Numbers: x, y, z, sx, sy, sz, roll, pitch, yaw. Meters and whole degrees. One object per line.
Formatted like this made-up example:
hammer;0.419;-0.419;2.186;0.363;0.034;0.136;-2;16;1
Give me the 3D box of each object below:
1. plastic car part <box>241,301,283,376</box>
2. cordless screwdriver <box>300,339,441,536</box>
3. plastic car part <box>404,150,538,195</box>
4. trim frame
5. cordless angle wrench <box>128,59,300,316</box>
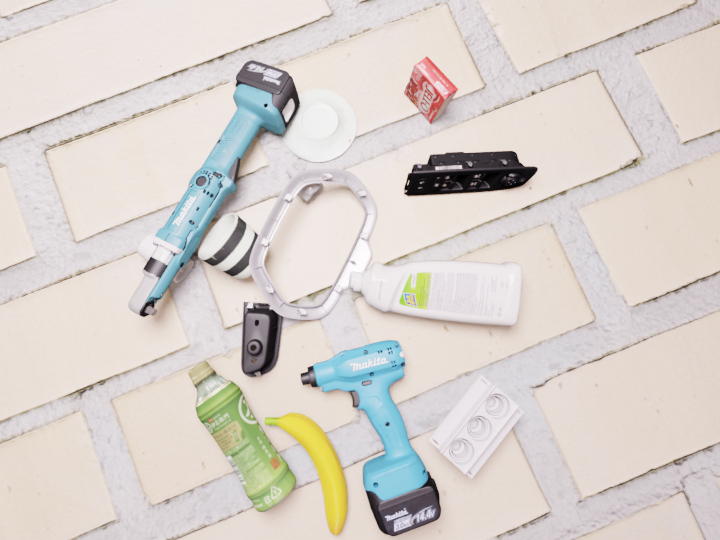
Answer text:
plastic car part;-0.156;0.106;0.642;0.066;0.070;0.118;3;80;-1
cordless screwdriver;0.013;0.241;0.622;0.159;0.073;0.253;-15;79;-2
plastic car part;0.174;-0.160;0.684;0.203;0.064;0.069;1;58;1
trim frame;-0.064;-0.042;0.654;0.176;0.029;0.249;30;81;-26
cordless angle wrench;-0.230;-0.126;0.647;0.101;0.072;0.424;24;78;12
